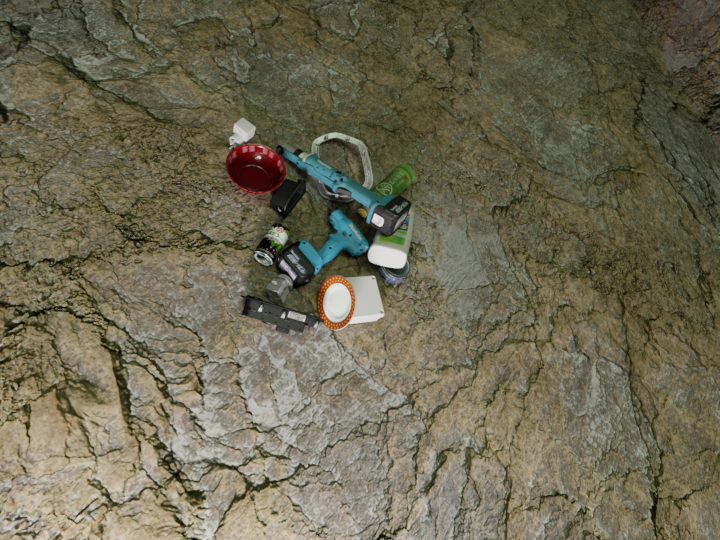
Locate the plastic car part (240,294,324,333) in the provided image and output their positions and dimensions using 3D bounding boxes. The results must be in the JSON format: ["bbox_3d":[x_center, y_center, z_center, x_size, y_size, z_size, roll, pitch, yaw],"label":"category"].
[{"bbox_3d":[-0.191,0.107,0.989,0.200,0.067,0.067,22,86,-8],"label":"plastic car part"}]

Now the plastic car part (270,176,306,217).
[{"bbox_3d":[-0.204,-0.205,1.147,0.073,0.064,0.116,28,61,12],"label":"plastic car part"}]

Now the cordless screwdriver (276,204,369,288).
[{"bbox_3d":[-0.107,-0.070,1.097,0.243,0.074,0.163,-31,77,-33],"label":"cordless screwdriver"}]

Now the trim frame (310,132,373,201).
[{"bbox_3d":[-0.060,-0.310,1.245,0.183,0.027,0.255,-7,68,-6],"label":"trim frame"}]

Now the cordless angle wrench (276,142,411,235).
[{"bbox_3d":[-0.064,-0.246,1.159,0.439,0.073,0.096,35,48,20],"label":"cordless angle wrench"}]
